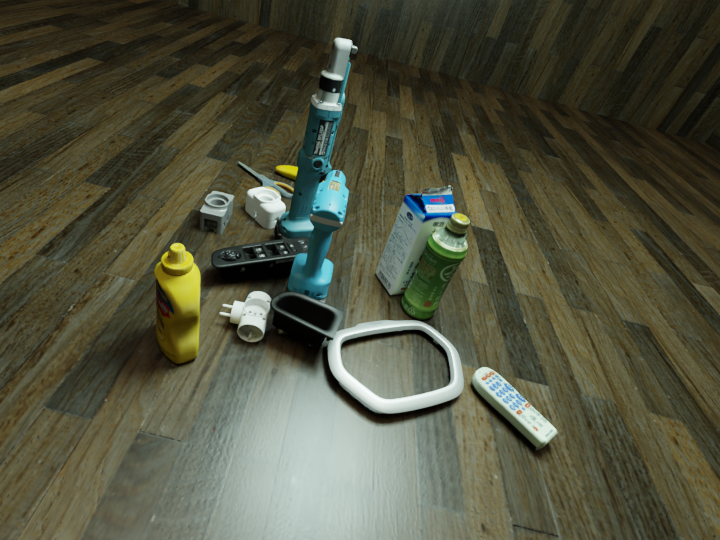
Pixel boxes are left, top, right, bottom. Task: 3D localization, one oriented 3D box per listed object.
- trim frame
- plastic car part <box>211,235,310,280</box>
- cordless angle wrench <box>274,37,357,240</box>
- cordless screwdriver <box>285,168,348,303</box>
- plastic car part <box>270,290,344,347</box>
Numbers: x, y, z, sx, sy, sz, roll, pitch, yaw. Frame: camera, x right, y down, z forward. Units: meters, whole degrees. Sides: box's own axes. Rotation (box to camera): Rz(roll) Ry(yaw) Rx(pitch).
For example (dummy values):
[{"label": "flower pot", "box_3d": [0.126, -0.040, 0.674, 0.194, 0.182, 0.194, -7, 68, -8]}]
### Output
[{"label": "trim frame", "box_3d": [0.061, 0.150, 0.709, 0.240, 0.027, 0.194, -7, 43, -26]}, {"label": "plastic car part", "box_3d": [-0.186, -0.021, 0.809, 0.196, 0.066, 0.070, -6, 43, -26]}, {"label": "cordless angle wrench", "box_3d": [-0.085, -0.210, 0.794, 0.095, 0.416, 0.078, 2, 40, -22]}, {"label": "cordless screwdriver", "box_3d": [-0.072, -0.047, 0.734, 0.074, 0.245, 0.163, 15, 37, -6]}, {"label": "plastic car part", "box_3d": [-0.096, 0.087, 0.701, 0.118, 0.070, 0.066, 21, 37, 6]}]
